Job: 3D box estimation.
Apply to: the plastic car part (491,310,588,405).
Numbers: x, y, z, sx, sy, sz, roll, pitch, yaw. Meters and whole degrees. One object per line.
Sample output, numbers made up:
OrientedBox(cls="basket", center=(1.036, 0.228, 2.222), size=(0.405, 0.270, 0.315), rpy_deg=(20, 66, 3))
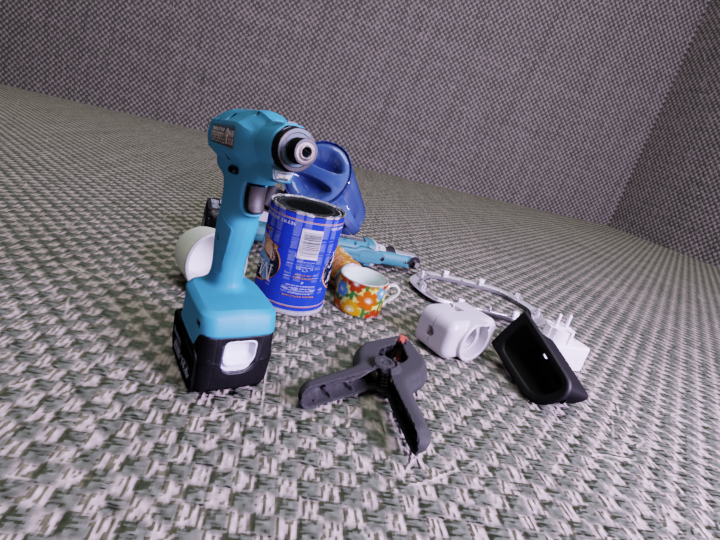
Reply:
OrientedBox(cls="plastic car part", center=(0.228, 0.120, 0.519), size=(0.068, 0.066, 0.121), rpy_deg=(21, 29, -26))

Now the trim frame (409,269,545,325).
OrientedBox(cls="trim frame", center=(0.211, 0.045, 0.775), size=(0.247, 0.027, 0.187), rpy_deg=(14, 19, -4))

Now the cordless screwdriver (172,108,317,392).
OrientedBox(cls="cordless screwdriver", center=(-0.102, -0.012, 0.368), size=(0.071, 0.246, 0.168), rpy_deg=(3, 16, -35))

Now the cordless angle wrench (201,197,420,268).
OrientedBox(cls="cordless angle wrench", center=(-0.077, -0.050, 0.784), size=(0.409, 0.073, 0.102), rpy_deg=(9, 19, -20))

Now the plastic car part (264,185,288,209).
OrientedBox(cls="plastic car part", center=(-0.159, -0.137, 0.849), size=(0.068, 0.067, 0.197), rpy_deg=(41, 8, 10))
